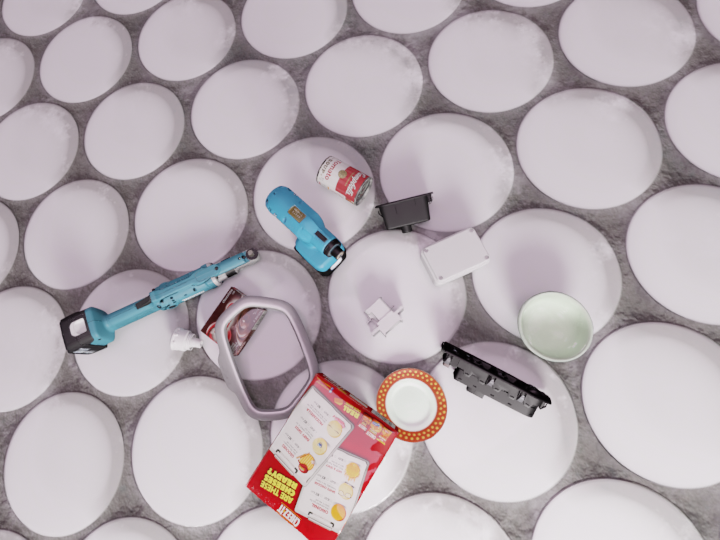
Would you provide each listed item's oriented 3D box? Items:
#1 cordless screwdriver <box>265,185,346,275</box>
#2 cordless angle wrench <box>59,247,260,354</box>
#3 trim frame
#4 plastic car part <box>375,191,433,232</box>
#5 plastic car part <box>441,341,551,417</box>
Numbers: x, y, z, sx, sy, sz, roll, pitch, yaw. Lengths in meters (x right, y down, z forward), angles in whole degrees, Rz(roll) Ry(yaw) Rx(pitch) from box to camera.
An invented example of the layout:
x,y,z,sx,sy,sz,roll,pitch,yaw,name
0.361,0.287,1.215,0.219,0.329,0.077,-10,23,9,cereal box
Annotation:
x,y,z,sx,sy,sz,roll,pitch,yaw,name
-0.076,-0.050,0.775,0.165,0.240,0.074,42,84,17,cordless screwdriver
-0.406,0.053,0.889,0.422,0.096,0.076,-25,76,-3,cordless angle wrench
-0.185,0.168,0.825,0.183,0.027,0.249,-23,87,-4,trim frame
0.095,-0.114,0.867,0.118,0.065,0.071,-16,90,7,plastic car part
0.235,0.201,0.758,0.208,0.064,0.067,22,90,13,plastic car part
